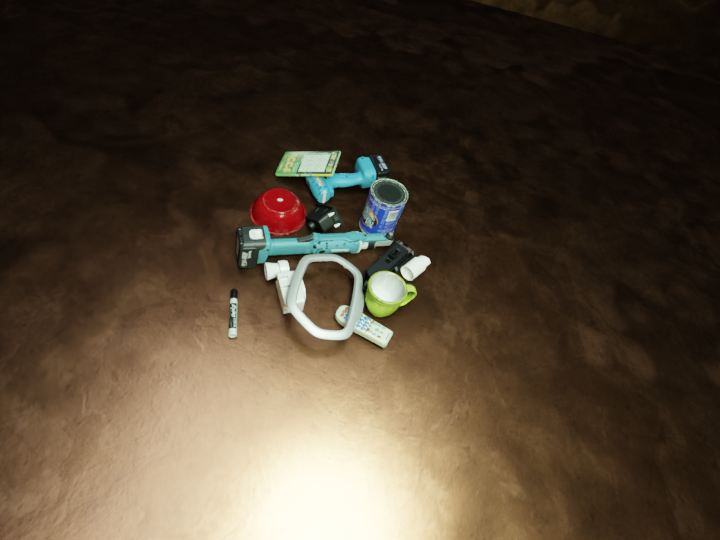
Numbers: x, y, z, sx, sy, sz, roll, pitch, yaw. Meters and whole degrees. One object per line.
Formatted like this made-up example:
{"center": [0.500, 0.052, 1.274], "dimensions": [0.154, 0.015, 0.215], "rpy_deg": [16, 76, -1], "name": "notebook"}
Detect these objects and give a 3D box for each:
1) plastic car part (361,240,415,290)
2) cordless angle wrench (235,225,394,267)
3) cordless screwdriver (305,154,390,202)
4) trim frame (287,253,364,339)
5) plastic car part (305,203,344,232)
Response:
{"center": [0.072, -0.016, 1.103], "dimensions": [0.068, 0.066, 0.200], "rpy_deg": [42, 59, 10], "name": "plastic car part"}
{"center": [-0.108, -0.070, 1.100], "dimensions": [0.411, 0.097, 0.077], "rpy_deg": [-4, 55, -19], "name": "cordless angle wrench"}
{"center": [-0.047, -0.298, 1.287], "dimensions": [0.244, 0.072, 0.166], "rpy_deg": [-16, 58, -17], "name": "cordless screwdriver"}
{"center": [-0.075, 0.054, 0.991], "dimensions": [0.182, 0.027, 0.253], "rpy_deg": [19, 44, -7], "name": "trim frame"}
{"center": [-0.109, -0.137, 1.149], "dimensions": [0.070, 0.063, 0.123], "rpy_deg": [-40, 31, -19], "name": "plastic car part"}
